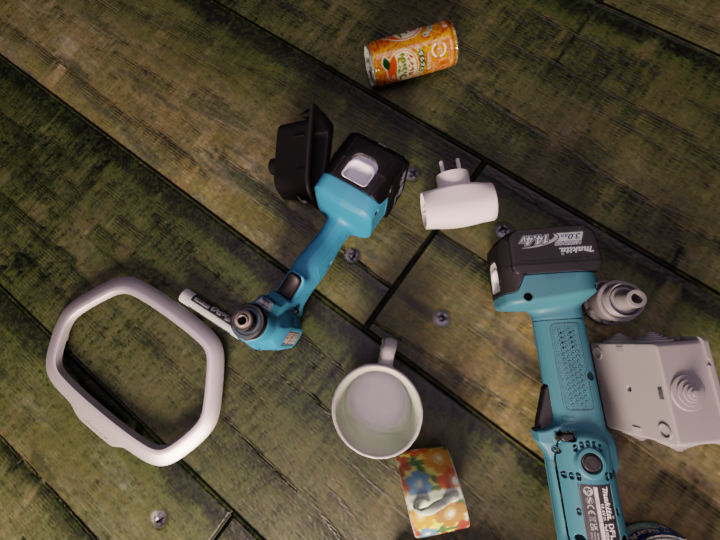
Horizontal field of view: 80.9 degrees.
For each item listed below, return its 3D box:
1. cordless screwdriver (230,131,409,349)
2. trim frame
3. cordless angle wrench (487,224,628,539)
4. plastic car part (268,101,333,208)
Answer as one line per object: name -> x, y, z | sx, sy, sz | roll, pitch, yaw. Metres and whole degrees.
cordless screwdriver -> -0.043, -0.028, 0.440 | 0.076, 0.156, 0.249 | 31, 83, 8
trim frame -> -0.273, 0.117, 0.512 | 0.254, 0.027, 0.184 | 30, 83, 11
cordless angle wrench -> 0.200, 0.171, 0.393 | 0.099, 0.072, 0.430 | -5, 75, 6
plastic car part -> -0.078, -0.136, 0.521 | 0.074, 0.063, 0.117 | 5, 83, 22
